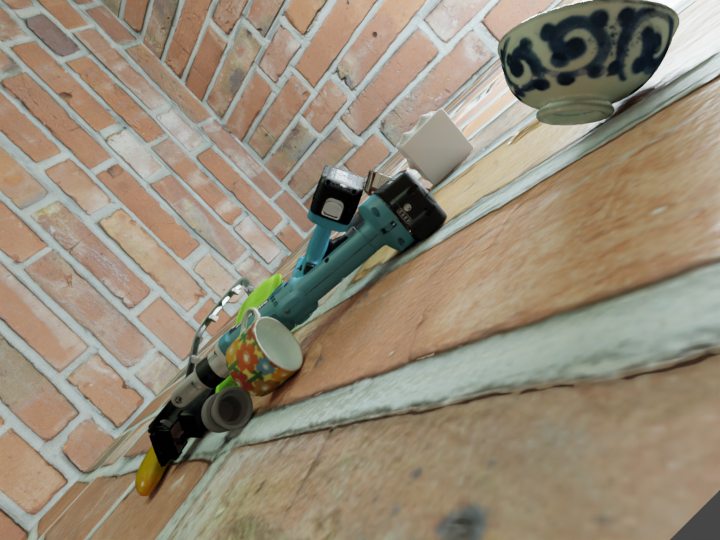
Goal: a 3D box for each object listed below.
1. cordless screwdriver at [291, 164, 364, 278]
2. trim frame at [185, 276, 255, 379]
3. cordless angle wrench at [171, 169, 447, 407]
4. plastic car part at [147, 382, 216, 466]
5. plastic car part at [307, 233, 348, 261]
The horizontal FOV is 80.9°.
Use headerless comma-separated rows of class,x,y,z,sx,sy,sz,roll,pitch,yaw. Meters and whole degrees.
cordless screwdriver,-0.071,-0.047,0.731,0.162,0.074,0.246,-81,13,-58
trim frame,-0.241,0.120,0.762,0.250,0.028,0.180,-68,-11,-55
cordless angle wrench,-0.085,0.040,0.538,0.424,0.073,0.099,-40,8,7
plastic car part,-0.230,0.186,0.628,0.068,0.065,0.204,-15,19,11
plastic car part,-0.052,-0.046,0.885,0.069,0.066,0.119,-32,5,-29
